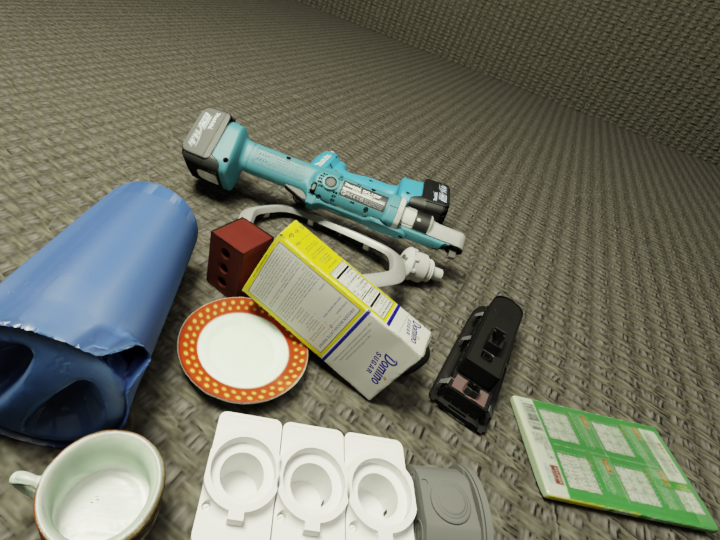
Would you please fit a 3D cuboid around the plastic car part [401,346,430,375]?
[{"bbox_3d":[0.021,0.065,0.484,0.118,0.065,0.070,27,23,6],"label":"plastic car part"}]

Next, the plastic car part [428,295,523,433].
[{"bbox_3d":[0.149,0.089,0.503,0.069,0.066,0.199,25,34,18],"label":"plastic car part"}]

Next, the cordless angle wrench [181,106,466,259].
[{"bbox_3d":[-0.048,-0.116,0.620,0.426,0.073,0.098,22,72,3],"label":"cordless angle wrench"}]

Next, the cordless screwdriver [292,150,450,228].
[{"bbox_3d":[0.016,-0.121,0.703,0.254,0.073,0.159,20,37,9],"label":"cordless screwdriver"}]

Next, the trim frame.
[{"bbox_3d":[-0.056,-0.037,0.577,0.257,0.027,0.181,22,28,18],"label":"trim frame"}]
